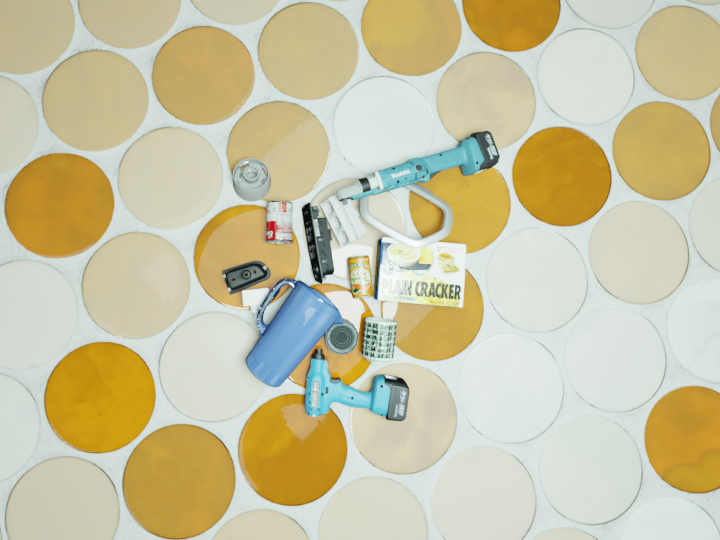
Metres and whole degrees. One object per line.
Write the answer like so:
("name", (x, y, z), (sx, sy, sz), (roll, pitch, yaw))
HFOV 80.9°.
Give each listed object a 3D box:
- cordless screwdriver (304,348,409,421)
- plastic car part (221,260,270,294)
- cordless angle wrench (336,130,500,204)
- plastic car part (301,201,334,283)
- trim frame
("cordless screwdriver", (-0.009, 0.281, 1.040), (0.250, 0.074, 0.160), (4, 86, 2))
("plastic car part", (-0.286, 0.013, 1.051), (0.116, 0.071, 0.066), (-20, 91, -1))
("cordless angle wrench", (0.138, -0.247, 1.053), (0.417, 0.075, 0.098), (-19, 89, -11))
("plastic car part", (-0.105, -0.069, 1.072), (0.064, 0.068, 0.204), (-3, 84, -31))
("trim frame", (0.112, -0.156, 1.067), (0.255, 0.027, 0.184), (29, 67, 14))
